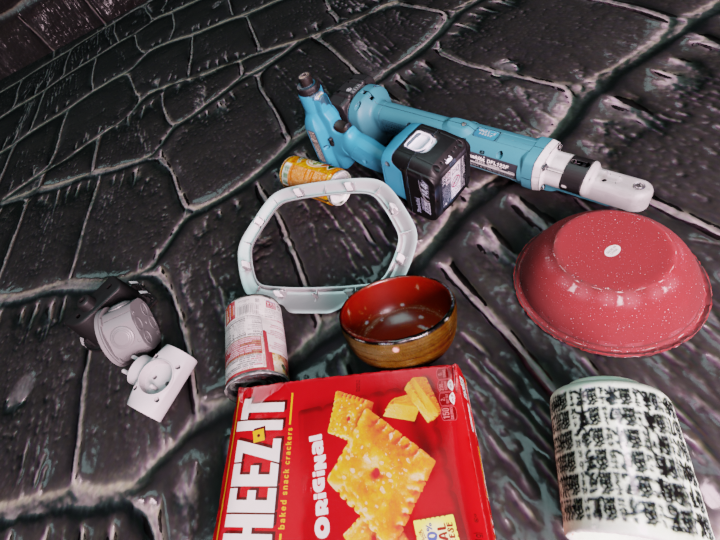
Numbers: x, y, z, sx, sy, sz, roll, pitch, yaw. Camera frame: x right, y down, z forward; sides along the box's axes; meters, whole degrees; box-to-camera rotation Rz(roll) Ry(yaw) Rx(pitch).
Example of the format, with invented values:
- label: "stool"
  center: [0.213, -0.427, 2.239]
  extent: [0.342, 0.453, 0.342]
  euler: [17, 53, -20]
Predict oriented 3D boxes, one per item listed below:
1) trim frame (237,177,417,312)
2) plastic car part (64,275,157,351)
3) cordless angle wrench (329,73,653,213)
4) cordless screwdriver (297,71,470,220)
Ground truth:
- label: "trim frame"
  center: [-0.053, -0.035, 0.542]
  extent: [0.257, 0.026, 0.187]
  euler: [-2, 71, 21]
- label: "plastic car part"
  center: [-0.366, 0.055, 0.604]
  extent: [0.070, 0.067, 0.116]
  euler: [26, 64, 37]
- label: "cordless angle wrench"
  center: [0.133, -0.166, 0.550]
  extent: [0.447, 0.093, 0.074]
  euler: [31, 72, 34]
- label: "cordless screwdriver"
  center: [0.016, -0.173, 0.559]
  extent: [0.263, 0.151, 0.074]
  euler: [32, 70, 36]
